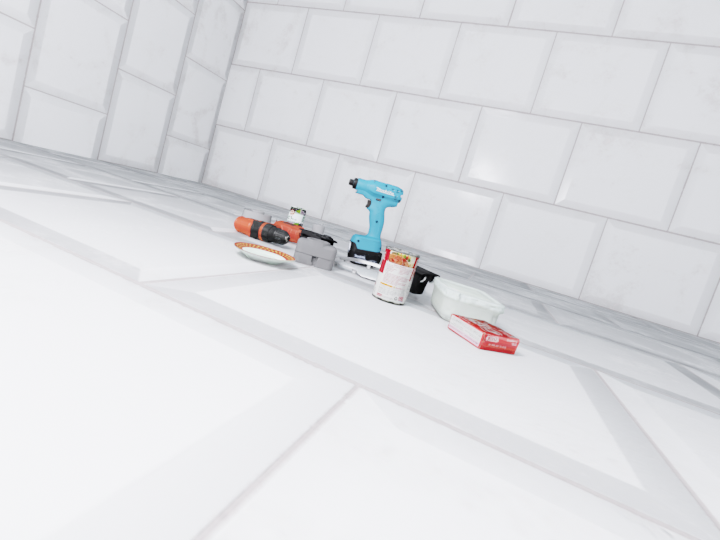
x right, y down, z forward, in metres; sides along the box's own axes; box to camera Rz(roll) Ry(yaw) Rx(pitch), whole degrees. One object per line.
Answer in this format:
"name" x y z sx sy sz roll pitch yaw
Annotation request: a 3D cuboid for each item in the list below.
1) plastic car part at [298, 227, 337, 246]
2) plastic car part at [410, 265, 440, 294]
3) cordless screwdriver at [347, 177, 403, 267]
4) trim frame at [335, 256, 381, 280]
"plastic car part" -0.115 -0.075 1.173 0.068 0.067 0.198 18 8 13
"plastic car part" 0.106 0.018 0.955 0.062 0.070 0.123 10 10 -44
"cordless screwdriver" 0.015 -0.141 1.232 0.158 0.248 0.075 16 6 -5
"trim frame" 0.044 0.004 1.087 0.255 0.027 0.180 18 8 12
